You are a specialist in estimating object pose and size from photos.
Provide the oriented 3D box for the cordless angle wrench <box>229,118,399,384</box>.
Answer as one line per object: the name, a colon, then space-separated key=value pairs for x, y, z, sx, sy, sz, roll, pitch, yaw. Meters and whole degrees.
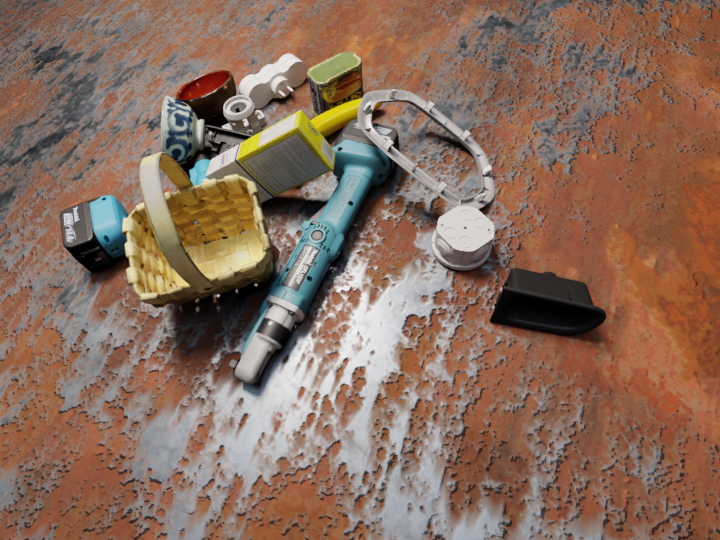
cordless angle wrench: x=-0.059 y=-0.039 z=0.603 sx=0.101 sy=0.071 sz=0.425 roll=18 pitch=66 yaw=16

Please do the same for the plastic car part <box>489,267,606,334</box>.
plastic car part: x=0.228 y=0.031 z=0.526 sx=0.118 sy=0.064 sz=0.072 roll=9 pitch=47 yaw=9

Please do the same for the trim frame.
trim frame: x=0.105 y=-0.189 z=0.636 sx=0.248 sy=0.028 sz=0.183 roll=39 pitch=53 yaw=-1

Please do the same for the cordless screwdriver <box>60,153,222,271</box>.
cordless screwdriver: x=-0.339 y=-0.102 z=0.682 sx=0.246 sy=0.072 sz=0.166 roll=-18 pitch=58 yaw=-8

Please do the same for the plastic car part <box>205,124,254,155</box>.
plastic car part: x=-0.174 y=-0.195 z=0.717 sx=0.209 sy=0.064 sz=0.067 roll=13 pitch=72 yaw=16
